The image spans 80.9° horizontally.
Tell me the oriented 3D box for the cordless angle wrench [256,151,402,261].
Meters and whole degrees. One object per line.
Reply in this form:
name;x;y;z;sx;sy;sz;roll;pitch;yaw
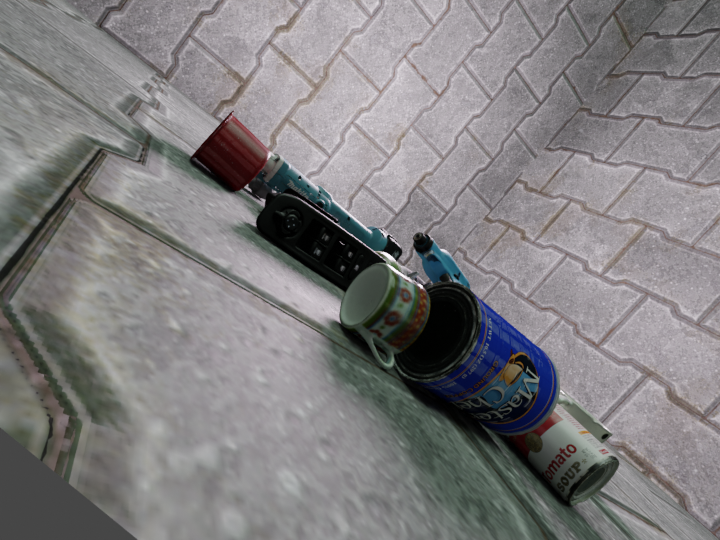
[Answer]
cordless angle wrench;-0.086;-0.123;0.773;0.401;0.098;0.078;37;5;-33

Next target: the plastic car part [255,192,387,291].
plastic car part;-0.054;-0.035;0.554;0.192;0.066;0.071;35;-2;-37

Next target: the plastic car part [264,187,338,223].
plastic car part;-0.104;-0.080;0.636;0.122;0.066;0.068;39;20;25

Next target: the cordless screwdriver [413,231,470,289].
cordless screwdriver;0.150;0.055;0.636;0.151;0.075;0.259;48;17;-35

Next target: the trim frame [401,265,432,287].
trim frame;0.125;0.085;0.671;0.235;0.028;0.191;36;30;-58
